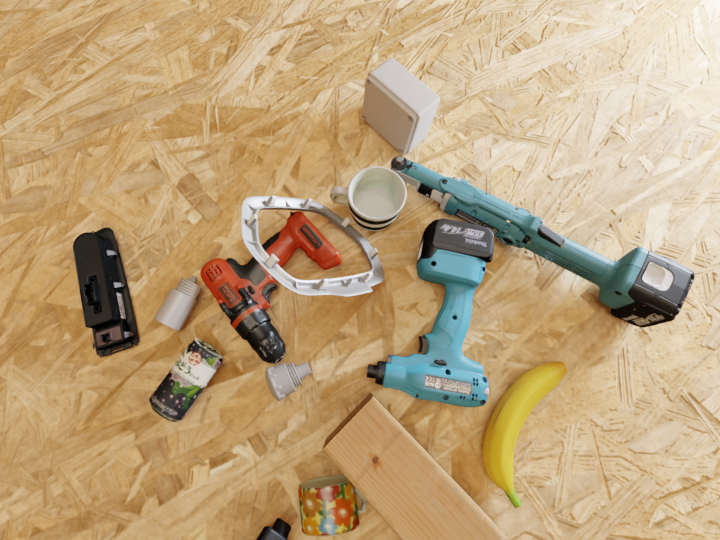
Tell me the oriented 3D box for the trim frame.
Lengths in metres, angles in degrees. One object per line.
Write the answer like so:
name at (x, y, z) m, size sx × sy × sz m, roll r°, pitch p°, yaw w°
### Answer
trim frame at (-0.056, -0.036, 0.570) m, size 0.028 × 0.237 × 0.191 m, roll -48°, pitch 65°, yaw 27°

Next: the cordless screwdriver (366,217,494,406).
cordless screwdriver at (0.101, 0.053, 0.598) m, size 0.161 × 0.073 × 0.251 m, roll 7°, pitch 78°, yaw 5°

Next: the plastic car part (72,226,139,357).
plastic car part at (-0.401, 0.024, 0.647) m, size 0.066 × 0.065 × 0.209 m, roll -21°, pitch 71°, yaw 2°

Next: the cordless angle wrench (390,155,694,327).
cordless angle wrench at (0.230, -0.065, 0.622) m, size 0.436 × 0.095 × 0.074 m, roll 31°, pitch 77°, yaw 16°

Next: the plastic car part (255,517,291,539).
plastic car part at (-0.110, 0.341, 0.510) m, size 0.067 × 0.114 × 0.071 m, roll 28°, pitch 53°, yaw 7°
